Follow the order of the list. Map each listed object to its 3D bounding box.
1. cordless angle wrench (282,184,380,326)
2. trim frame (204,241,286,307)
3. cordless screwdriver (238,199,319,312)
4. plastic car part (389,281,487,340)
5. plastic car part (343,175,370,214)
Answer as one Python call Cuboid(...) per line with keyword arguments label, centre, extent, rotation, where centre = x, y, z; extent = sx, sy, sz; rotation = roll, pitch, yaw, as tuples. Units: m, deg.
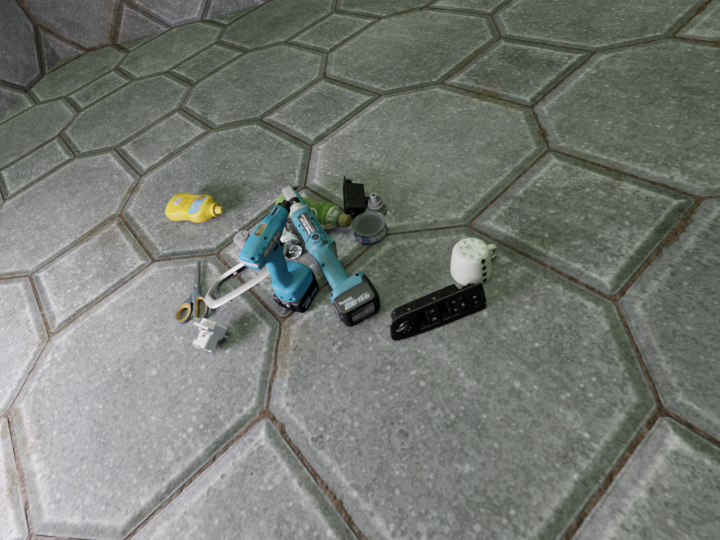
Cuboid(label="cordless angle wrench", centre=(-0.098, -0.064, 1.004), extent=(0.097, 0.071, 0.444), rotation=(-29, 56, -7))
Cuboid(label="trim frame", centre=(-0.280, 0.010, 1.030), extent=(0.251, 0.026, 0.190), rotation=(-32, 28, 11))
Cuboid(label="cordless screwdriver", centre=(-0.161, -0.024, 0.918), extent=(0.078, 0.237, 0.160), rotation=(14, 61, 25))
Cuboid(label="plastic car part", centre=(0.145, 0.075, 0.853), extent=(0.202, 0.063, 0.070), rotation=(-25, 39, -3))
Cuboid(label="plastic car part", centre=(-0.011, -0.192, 1.135), extent=(0.070, 0.064, 0.121), rotation=(-5, 52, -5))
